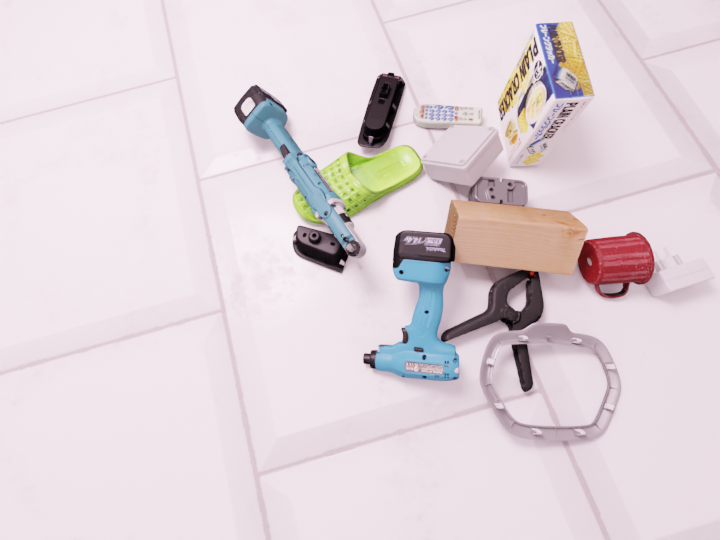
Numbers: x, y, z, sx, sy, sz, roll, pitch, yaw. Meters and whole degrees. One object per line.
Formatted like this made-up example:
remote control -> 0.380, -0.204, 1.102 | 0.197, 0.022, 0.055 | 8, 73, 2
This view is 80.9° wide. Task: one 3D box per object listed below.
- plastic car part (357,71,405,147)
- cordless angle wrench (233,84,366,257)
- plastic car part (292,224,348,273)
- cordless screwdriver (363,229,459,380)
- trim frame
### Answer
plastic car part -> 0.046, -0.344, 0.884 | 0.067, 0.066, 0.205 | 16, 70, 1
cordless angle wrench -> -0.109, -0.187, 0.787 | 0.075, 0.093, 0.442 | -44, 62, 19
plastic car part -> -0.077, -0.051, 0.792 | 0.118, 0.070, 0.066 | 20, 73, 5
cordless screwdriver -> 0.083, 0.056, 0.710 | 0.164, 0.072, 0.248 | 0, 92, 16
trim frame -> 0.313, 0.179, 0.689 | 0.246, 0.027, 0.187 | 3, 75, -5
